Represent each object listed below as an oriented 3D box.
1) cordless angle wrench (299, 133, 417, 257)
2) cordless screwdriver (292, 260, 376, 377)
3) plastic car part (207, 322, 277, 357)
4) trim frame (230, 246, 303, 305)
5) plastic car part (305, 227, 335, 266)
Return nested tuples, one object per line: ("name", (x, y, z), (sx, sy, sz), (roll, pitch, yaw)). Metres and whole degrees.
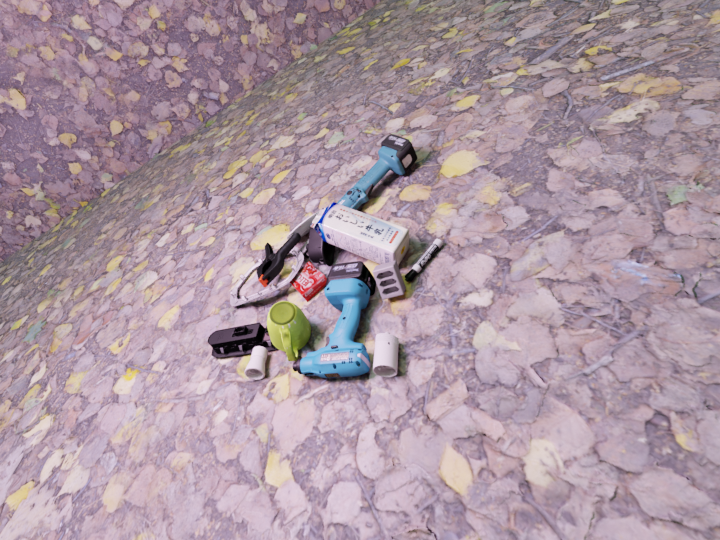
("cordless angle wrench", (-0.017, -0.197, 1.160), (0.422, 0.070, 0.104), (-47, 48, -7))
("cordless screwdriver", (-0.051, 0.103, 0.882), (0.164, 0.070, 0.254), (-13, 47, 25))
("plastic car part", (-0.281, 0.161, 0.992), (0.209, 0.063, 0.068), (-16, 48, 25))
("trim frame", (-0.253, 0.014, 1.125), (0.255, 0.026, 0.188), (-20, 37, 24))
("plastic car part", (-0.106, -0.069, 1.079), (0.074, 0.062, 0.118), (-4, 70, 32))
